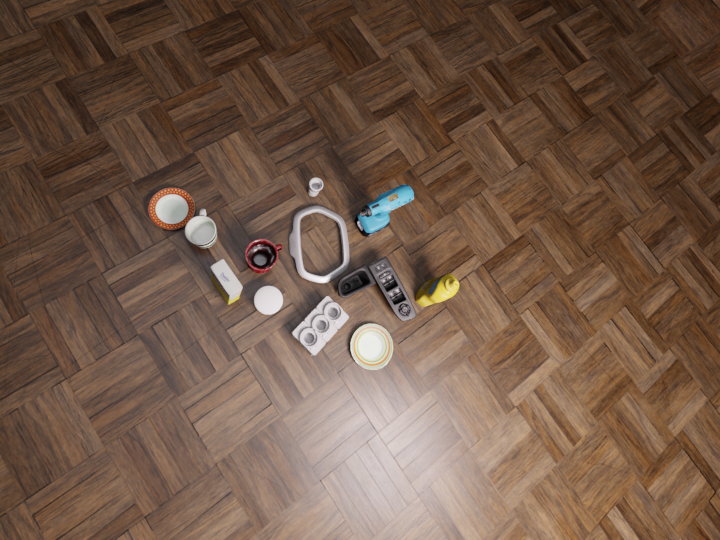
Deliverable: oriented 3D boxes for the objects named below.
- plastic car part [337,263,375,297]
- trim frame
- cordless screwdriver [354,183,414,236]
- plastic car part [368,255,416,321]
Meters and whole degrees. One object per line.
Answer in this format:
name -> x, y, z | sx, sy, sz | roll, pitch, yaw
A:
plastic car part -> -0.027, 0.040, 1.261 | 0.115, 0.071, 0.067 | -27, 85, -17
trim frame -> -0.127, -0.083, 1.299 | 0.181, 0.027, 0.253 | -4, 76, -12
cordless screwdriver -> 0.042, -0.164, 1.236 | 0.156, 0.250, 0.075 | -27, 87, -19
plastic car part -> 0.093, 0.063, 1.280 | 0.065, 0.067, 0.206 | -28, 82, -18
